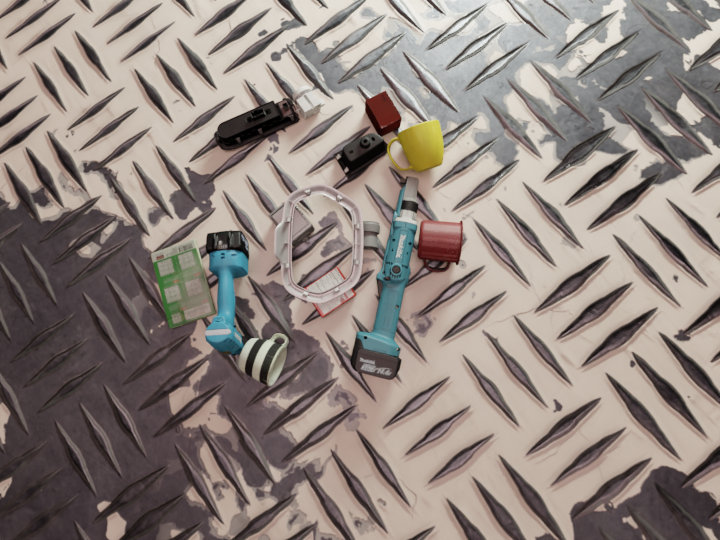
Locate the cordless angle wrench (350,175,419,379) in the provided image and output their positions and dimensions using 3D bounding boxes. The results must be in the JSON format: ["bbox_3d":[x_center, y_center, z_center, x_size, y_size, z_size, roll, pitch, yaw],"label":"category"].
[{"bbox_3d":[0.070,0.003,0.880,0.099,0.073,0.425,12,80,5],"label":"cordless angle wrench"}]

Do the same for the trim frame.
[{"bbox_3d":[-0.086,-0.056,0.878,0.184,0.027,0.248,2,90,0],"label":"trim frame"}]

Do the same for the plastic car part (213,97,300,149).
[{"bbox_3d":[-0.245,-0.338,0.972,0.204,0.066,0.066,-23,89,4],"label":"plastic car part"}]

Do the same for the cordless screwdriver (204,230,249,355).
[{"bbox_3d":[-0.274,0.050,0.887,0.074,0.155,0.255,-5,66,-2],"label":"cordless screwdriver"}]

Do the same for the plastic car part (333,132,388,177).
[{"bbox_3d":[0.004,-0.266,0.927,0.117,0.070,0.067,-30,83,3],"label":"plastic car part"}]
